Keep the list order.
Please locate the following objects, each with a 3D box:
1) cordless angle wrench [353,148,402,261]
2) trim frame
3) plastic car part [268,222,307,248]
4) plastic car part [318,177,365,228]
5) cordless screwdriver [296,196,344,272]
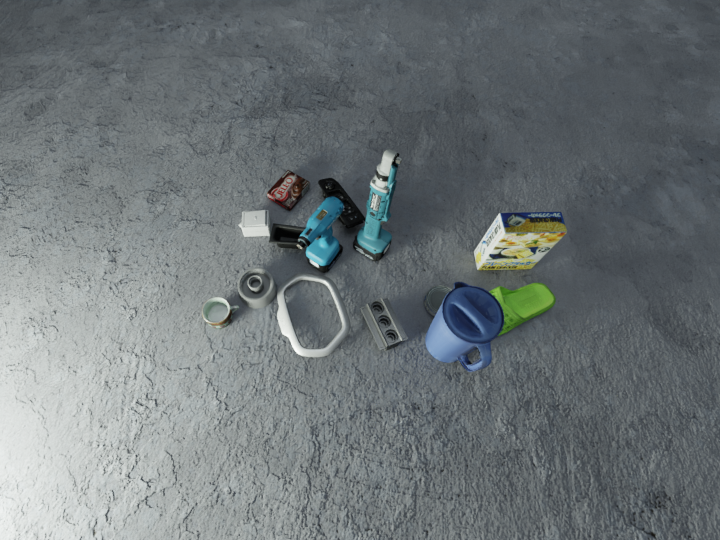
[{"bbox_3d":[0.047,-0.159,1.071,0.101,0.413,0.074,34,66,12],"label":"cordless angle wrench"},{"bbox_3d":[-0.133,0.114,1.145,0.182,0.027,0.258,-19,63,-9],"label":"trim frame"},{"bbox_3d":[-0.201,-0.089,1.231,0.117,0.069,0.067,8,63,3],"label":"plastic car part"},{"bbox_3d":[-0.063,-0.204,1.292,0.065,0.065,0.211,-26,65,-14],"label":"plastic car part"},{"bbox_3d":[-0.110,-0.072,1.122,0.076,0.243,0.158,32,66,11],"label":"cordless screwdriver"}]
